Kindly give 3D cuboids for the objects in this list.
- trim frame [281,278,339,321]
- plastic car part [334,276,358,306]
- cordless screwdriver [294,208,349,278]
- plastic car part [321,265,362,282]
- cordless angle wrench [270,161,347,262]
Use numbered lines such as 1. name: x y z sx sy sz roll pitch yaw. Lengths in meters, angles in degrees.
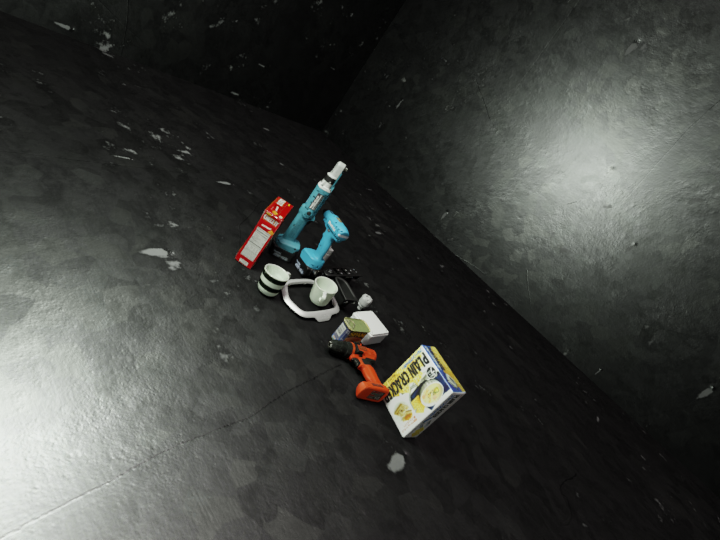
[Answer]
1. trim frame: -0.171 0.098 1.445 0.193 0.027 0.237 48 26 26
2. plastic car part: -0.071 0.088 1.549 0.062 0.071 0.123 15 31 -43
3. cordless screwdriver: -0.153 -0.100 1.564 0.070 0.249 0.168 14 32 -44
4. plastic car part: -0.086 0.018 1.666 0.193 0.067 0.070 6 38 -50
5. cordless angle wrench: -0.184 -0.213 1.512 0.094 0.424 0.077 29 25 -21
